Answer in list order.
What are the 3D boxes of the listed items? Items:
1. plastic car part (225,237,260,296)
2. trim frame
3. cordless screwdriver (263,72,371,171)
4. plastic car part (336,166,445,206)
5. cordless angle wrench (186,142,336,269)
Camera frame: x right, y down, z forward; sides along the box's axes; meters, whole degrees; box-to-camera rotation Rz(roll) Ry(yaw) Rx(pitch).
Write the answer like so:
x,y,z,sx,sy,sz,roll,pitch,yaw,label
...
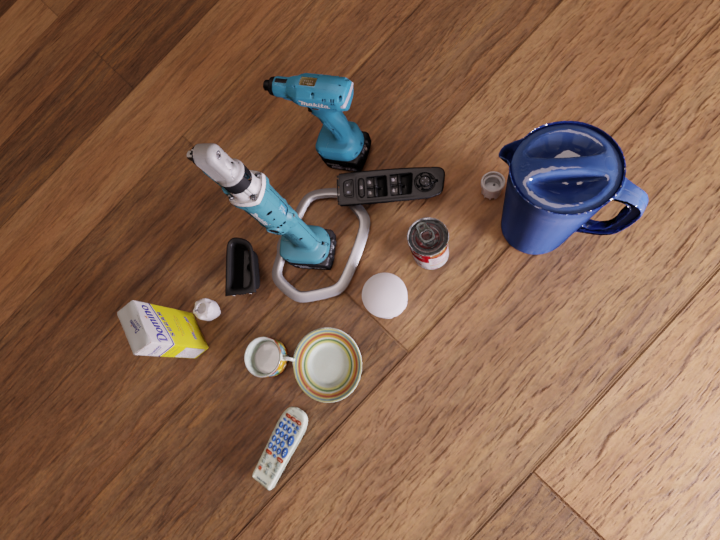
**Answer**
x,y,z,sx,sy,sz,roll,pitch,yaw,label
-0.231,-0.004,0.855,0.067,0.068,0.119,-9,72,12,plastic car part
-0.083,-0.054,0.849,0.191,0.026,0.249,16,79,20,trim frame
-0.072,-0.280,0.799,0.165,0.239,0.075,16,80,17,cordless screwdriver
0.059,-0.156,0.816,0.208,0.064,0.067,-4,74,15,plastic car part
-0.134,-0.086,0.667,0.101,0.407,0.075,4,77,14,cordless angle wrench
